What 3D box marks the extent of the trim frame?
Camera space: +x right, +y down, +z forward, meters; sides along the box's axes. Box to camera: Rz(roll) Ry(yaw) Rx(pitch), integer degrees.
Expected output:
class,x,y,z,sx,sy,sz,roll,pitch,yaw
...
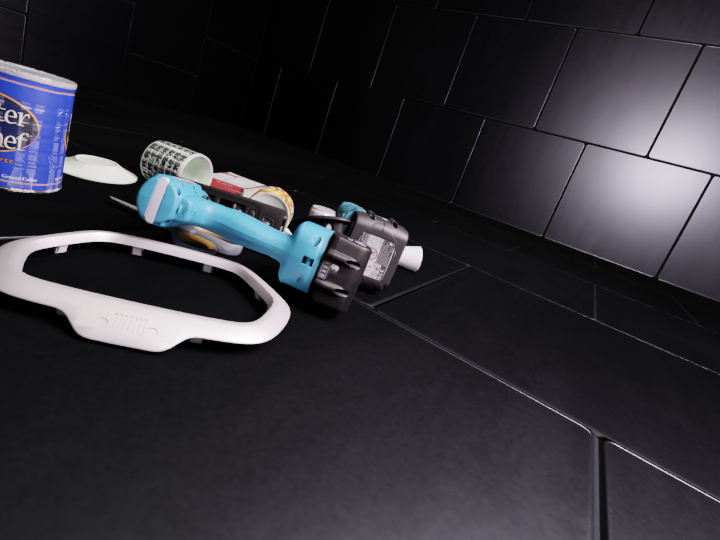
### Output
class,x,y,z,sx,sy,sz,roll,pitch,yaw
trim frame,-0.183,0.011,0.376,0.242,0.027,0.190,16,15,-15

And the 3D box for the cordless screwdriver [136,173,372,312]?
class,x,y,z,sx,sy,sz,roll,pitch,yaw
cordless screwdriver,-0.115,-0.042,0.492,0.248,0.074,0.160,22,6,-4

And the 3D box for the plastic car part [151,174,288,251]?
class,x,y,z,sx,sy,sz,roll,pitch,yaw
plastic car part,-0.204,-0.083,0.596,0.203,0.066,0.067,18,6,-1

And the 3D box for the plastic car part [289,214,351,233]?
class,x,y,z,sx,sy,sz,roll,pitch,yaw
plastic car part,-0.056,-0.037,0.576,0.064,0.071,0.120,5,2,-19

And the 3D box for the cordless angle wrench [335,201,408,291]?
class,x,y,z,sx,sy,sz,roll,pitch,yaw
cordless angle wrench,-0.011,-0.078,0.741,0.073,0.097,0.432,19,12,-12
